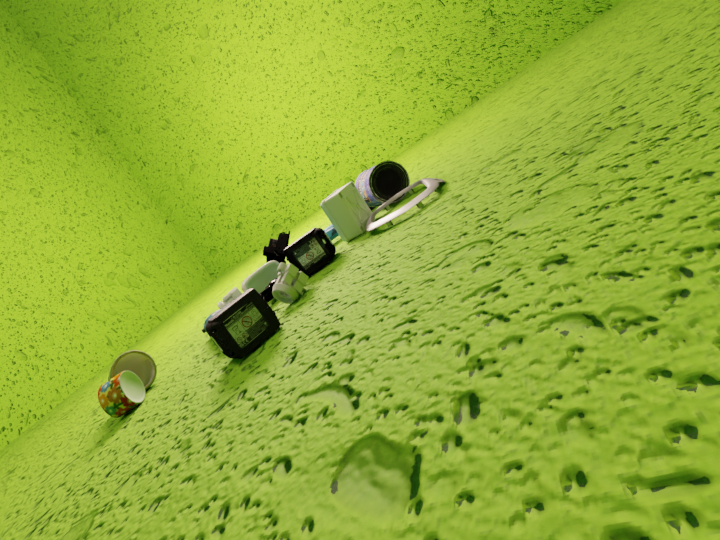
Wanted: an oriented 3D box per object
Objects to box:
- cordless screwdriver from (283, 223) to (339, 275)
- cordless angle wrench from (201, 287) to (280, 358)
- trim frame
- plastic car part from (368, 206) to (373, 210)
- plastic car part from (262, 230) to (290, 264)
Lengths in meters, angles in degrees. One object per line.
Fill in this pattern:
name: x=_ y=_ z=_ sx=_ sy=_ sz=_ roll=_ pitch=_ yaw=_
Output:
cordless screwdriver: x=-0.096 y=-0.062 z=0.977 sx=0.159 sy=0.073 sz=0.251 roll=-35 pitch=8 yaw=0
cordless angle wrench: x=-0.261 y=0.103 z=0.815 sx=0.097 sy=0.073 sz=0.434 roll=-40 pitch=11 yaw=-25
trim frame: x=0.089 y=-0.141 z=0.883 sx=0.186 sy=0.027 sz=0.250 roll=-34 pitch=11 yaw=12
plastic car part: x=0.009 y=-0.200 z=1.203 sx=0.115 sy=0.069 sz=0.068 roll=-44 pitch=13 yaw=-24
plastic car part: x=-0.214 y=-0.034 z=1.075 sx=0.067 sy=0.067 sz=0.200 roll=6 pitch=-21 yaw=-6
